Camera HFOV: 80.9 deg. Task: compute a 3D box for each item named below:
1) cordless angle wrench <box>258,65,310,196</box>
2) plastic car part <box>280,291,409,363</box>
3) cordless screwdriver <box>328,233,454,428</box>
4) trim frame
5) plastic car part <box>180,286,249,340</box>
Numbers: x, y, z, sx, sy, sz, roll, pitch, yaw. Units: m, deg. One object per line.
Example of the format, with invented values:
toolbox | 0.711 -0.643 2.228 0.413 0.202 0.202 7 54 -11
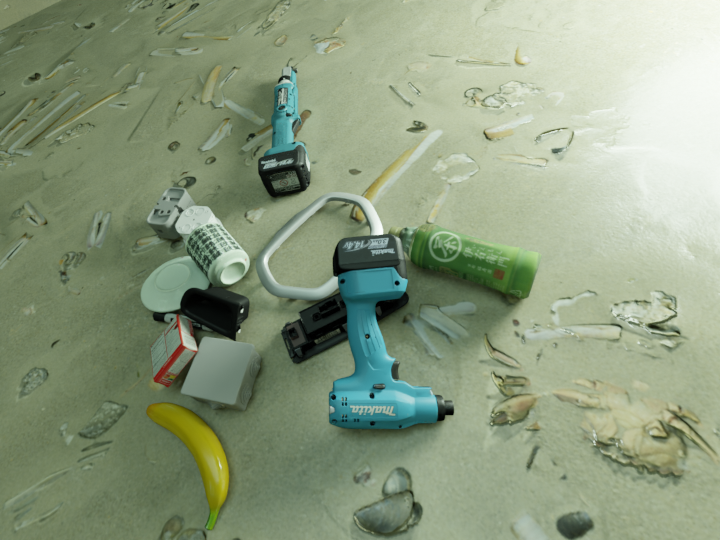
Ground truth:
cordless angle wrench | -0.168 -0.343 0.953 0.099 0.071 0.438 -11 52 6
plastic car part | -0.027 0.060 0.643 0.202 0.064 0.070 -24 47 -5
cordless screwdriver | 0.036 0.079 0.566 0.159 0.073 0.252 -1 77 1
trim frame | -0.073 -0.048 0.748 0.194 0.026 0.247 33 71 30
plastic car part | -0.229 0.056 0.695 0.122 0.065 0.069 19 20 24
